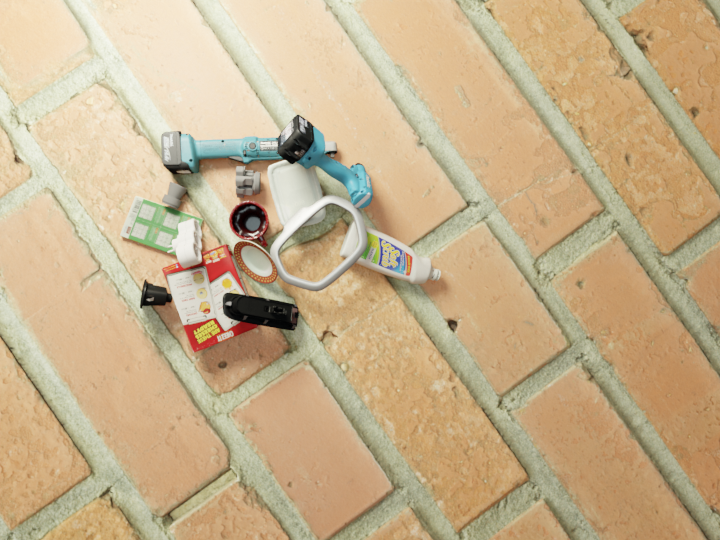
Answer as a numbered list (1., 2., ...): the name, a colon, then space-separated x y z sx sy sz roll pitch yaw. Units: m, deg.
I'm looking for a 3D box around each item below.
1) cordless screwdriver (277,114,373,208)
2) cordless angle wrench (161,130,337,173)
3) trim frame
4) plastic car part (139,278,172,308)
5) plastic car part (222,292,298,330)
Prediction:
1. cordless screwdriver: -0.072 -0.259 0.983 0.238 0.164 0.075 32 123 -27
2. cordless angle wrench: -0.267 -0.299 1.048 0.419 0.075 0.098 -4 89 -5
3. trim frame: -0.098 -0.064 1.003 0.249 0.027 0.184 -43 91 5
4. plastic car part: -0.485 0.061 1.004 0.068 0.121 0.066 9 89 -30
5. plastic car part: -0.223 0.095 0.982 0.193 0.070 0.067 15 76 -32
